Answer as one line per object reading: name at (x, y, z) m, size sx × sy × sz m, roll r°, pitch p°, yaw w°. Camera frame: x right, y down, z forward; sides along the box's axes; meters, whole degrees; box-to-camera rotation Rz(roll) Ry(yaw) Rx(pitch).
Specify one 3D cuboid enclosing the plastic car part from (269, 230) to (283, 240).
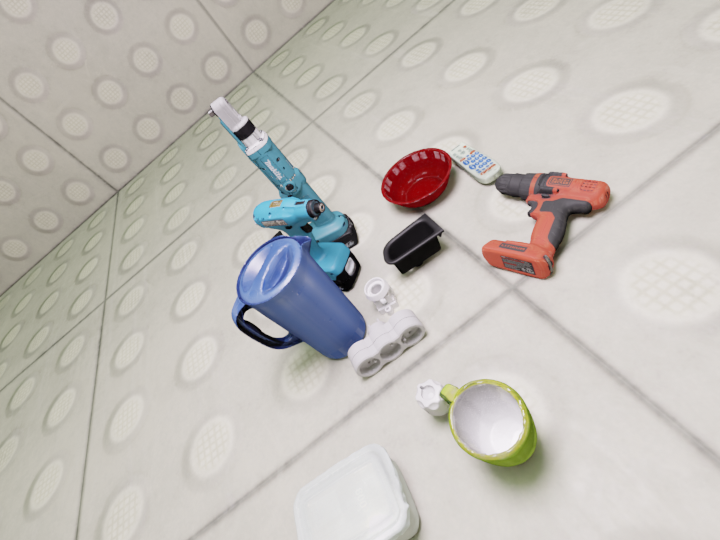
plastic car part at (-0.170, -0.008, 0.991) m, size 0.066 × 0.063 × 0.214 m, roll -40°, pitch 40°, yaw 3°

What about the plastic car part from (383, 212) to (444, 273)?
plastic car part at (0.103, -0.039, 0.797) m, size 0.117 × 0.067 × 0.069 m, roll -39°, pitch 40°, yaw 5°

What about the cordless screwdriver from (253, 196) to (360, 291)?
cordless screwdriver at (-0.081, -0.053, 0.826) m, size 0.167 × 0.235 × 0.075 m, roll 0°, pitch 54°, yaw 39°

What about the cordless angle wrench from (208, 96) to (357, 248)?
cordless angle wrench at (-0.147, -0.182, 0.862) m, size 0.099 × 0.400 × 0.077 m, roll -30°, pitch 40°, yaw 15°
